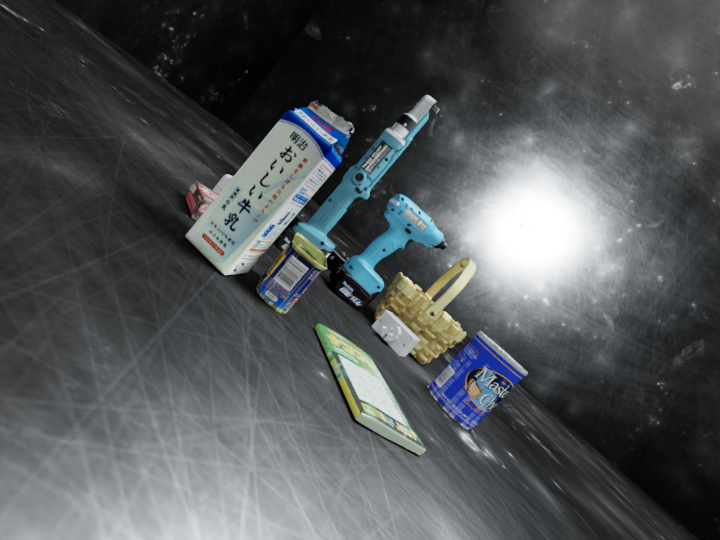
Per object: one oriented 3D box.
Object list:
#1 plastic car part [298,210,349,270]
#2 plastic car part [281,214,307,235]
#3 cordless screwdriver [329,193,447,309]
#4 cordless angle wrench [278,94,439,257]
[{"bbox_3d":[-0.105,-0.069,1.079,0.202,0.067,0.066,40,7,-4],"label":"plastic car part"},{"bbox_3d":[-0.169,-0.102,0.920,0.069,0.071,0.111,44,7,22],"label":"plastic car part"},{"bbox_3d":[0.060,-0.024,0.907,0.154,0.249,0.076,39,7,-17],"label":"cordless screwdriver"},{"bbox_3d":[0.001,-0.182,0.857,0.100,0.423,0.073,42,7,7],"label":"cordless angle wrench"}]
